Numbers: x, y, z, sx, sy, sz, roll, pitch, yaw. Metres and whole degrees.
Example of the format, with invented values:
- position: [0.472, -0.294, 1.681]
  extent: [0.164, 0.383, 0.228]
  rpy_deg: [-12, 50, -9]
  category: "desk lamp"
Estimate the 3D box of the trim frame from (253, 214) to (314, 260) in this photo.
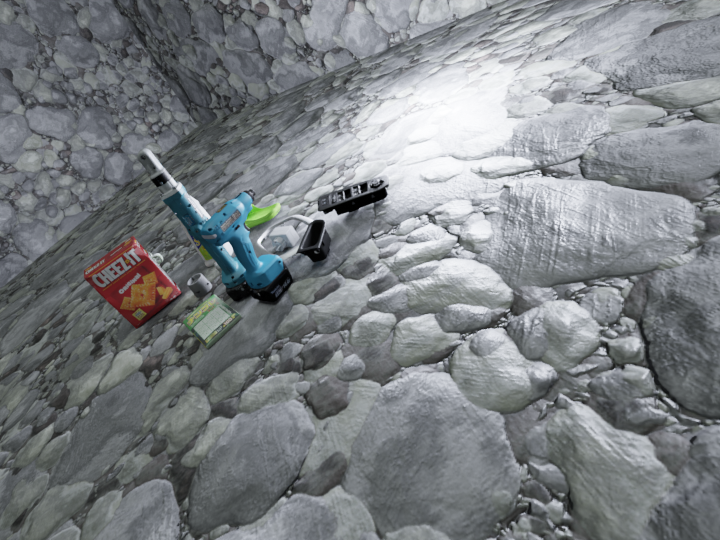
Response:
- position: [-0.215, -0.090, 1.193]
  extent: [0.183, 0.026, 0.262]
  rpy_deg: [-42, 35, -15]
  category: "trim frame"

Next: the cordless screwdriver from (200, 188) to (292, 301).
- position: [-0.245, -0.055, 0.981]
  extent: [0.078, 0.237, 0.159]
  rpy_deg: [0, 43, 41]
  category: "cordless screwdriver"

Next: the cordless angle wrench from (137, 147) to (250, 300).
- position: [-0.382, -0.104, 1.002]
  extent: [0.075, 0.404, 0.102]
  rpy_deg: [-27, 31, 5]
  category: "cordless angle wrench"

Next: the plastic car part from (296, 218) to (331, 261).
- position: [-0.101, -0.066, 1.035]
  extent: [0.068, 0.068, 0.118]
  rpy_deg: [-13, 37, 26]
  category: "plastic car part"

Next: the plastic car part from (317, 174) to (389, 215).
- position: [-0.013, -0.193, 1.130]
  extent: [0.207, 0.064, 0.068]
  rpy_deg: [-20, 34, 16]
  category: "plastic car part"
